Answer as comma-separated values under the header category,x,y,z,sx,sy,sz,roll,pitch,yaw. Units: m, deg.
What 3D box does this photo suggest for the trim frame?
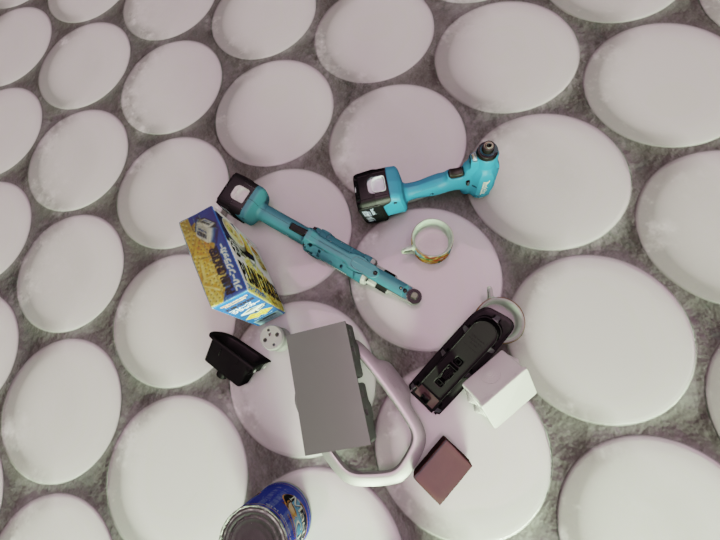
category,x,y,z,sx,sy,sz,roll,pitch,yaw
trim frame,-0.006,0.234,0.711,0.184,0.026,0.259,-41,65,4

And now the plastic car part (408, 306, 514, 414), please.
category,x,y,z,sx,sy,sz,roll,pitch,yaw
plastic car part,0.152,0.141,0.665,0.069,0.064,0.203,44,105,26

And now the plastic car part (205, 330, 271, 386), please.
category,x,y,z,sx,sy,sz,roll,pitch,yaw
plastic car part,-0.236,0.169,0.777,0.121,0.063,0.071,25,95,20

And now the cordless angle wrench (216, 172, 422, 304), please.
category,x,y,z,sx,sy,sz,roll,pitch,yaw
cordless angle wrench,-0.078,-0.051,0.795,0.435,0.095,0.074,30,82,14

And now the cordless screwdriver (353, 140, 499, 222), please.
category,x,y,z,sx,sy,sz,roll,pitch,yaw
cordless screwdriver,0.113,-0.158,0.744,0.253,0.153,0.076,-10,75,10
